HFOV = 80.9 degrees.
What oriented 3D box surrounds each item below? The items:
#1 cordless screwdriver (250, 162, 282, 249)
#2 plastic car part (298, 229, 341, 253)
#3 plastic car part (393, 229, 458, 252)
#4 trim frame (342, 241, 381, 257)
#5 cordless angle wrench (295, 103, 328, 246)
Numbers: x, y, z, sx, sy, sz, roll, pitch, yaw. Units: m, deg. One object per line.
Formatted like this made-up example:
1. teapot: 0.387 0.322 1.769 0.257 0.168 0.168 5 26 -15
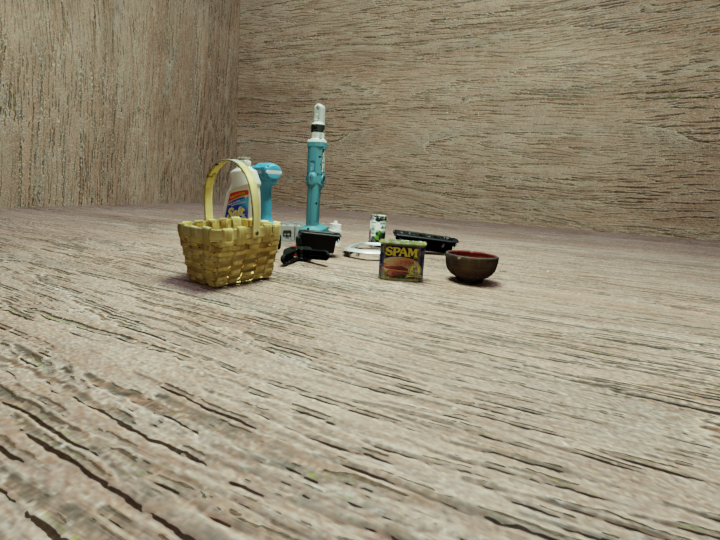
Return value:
1. cordless screwdriver: -0.288 -0.184 1.220 0.071 0.246 0.168 -3 11 -37
2. plastic car part: -0.114 -0.075 1.166 0.116 0.070 0.067 3 10 -3
3. plastic car part: 0.203 -0.086 1.312 0.204 0.066 0.067 3 10 2
4. trim frame: 0.041 -0.062 1.252 0.189 0.027 0.244 6 12 14
5. cordless angle wrench: -0.130 -0.266 1.231 0.077 0.419 0.095 7 9 19
